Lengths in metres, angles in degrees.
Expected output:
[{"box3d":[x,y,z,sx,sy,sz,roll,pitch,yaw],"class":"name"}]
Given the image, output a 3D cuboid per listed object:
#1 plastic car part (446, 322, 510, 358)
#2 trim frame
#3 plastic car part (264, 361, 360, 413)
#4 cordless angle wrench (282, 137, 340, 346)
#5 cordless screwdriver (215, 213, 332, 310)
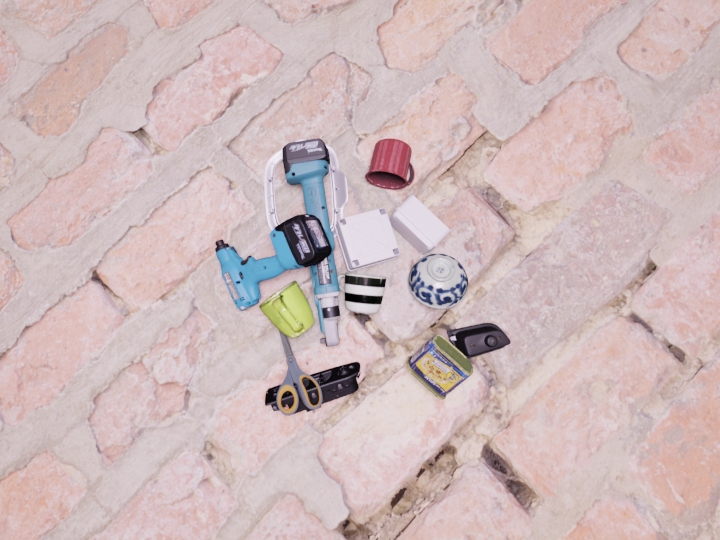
[{"box3d":[0.246,0.142,0.852,0.117,0.070,0.067,-14,84,1],"class":"plastic car part"},{"box3d":[-0.121,-0.175,0.939,0.184,0.027,0.251,-4,79,0],"class":"trim frame"},{"box3d":[-0.088,0.243,0.852,0.202,0.067,0.067,-22,93,-2],"class":"plastic car part"},{"box3d":[-0.086,-0.056,0.877,0.098,0.074,0.426,-9,85,1],"class":"cordless angle wrench"},{"box3d":[-0.190,-0.037,0.853,0.254,0.072,0.161,-30,81,27],"class":"cordless screwdriver"}]
